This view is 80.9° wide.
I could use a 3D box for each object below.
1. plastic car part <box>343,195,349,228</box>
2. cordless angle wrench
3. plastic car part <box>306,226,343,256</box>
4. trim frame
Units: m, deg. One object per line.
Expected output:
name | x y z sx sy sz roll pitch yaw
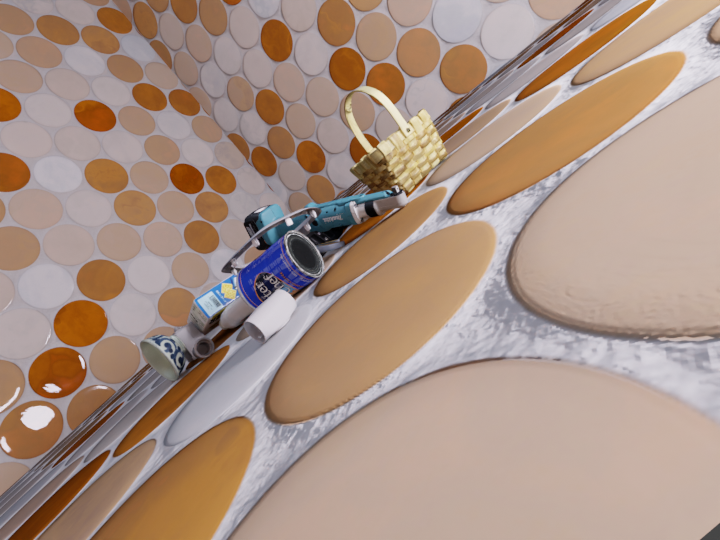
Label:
plastic car part | -0.044 -0.143 1.146 0.071 0.065 0.119 -59 14 -22
cordless angle wrench | -0.086 -0.115 0.906 0.442 0.095 0.073 -5 27 40
plastic car part | -0.101 -0.066 1.037 0.202 0.067 0.066 -55 -9 -49
trim frame | -0.176 -0.053 0.846 0.252 0.028 0.178 -37 -6 34
